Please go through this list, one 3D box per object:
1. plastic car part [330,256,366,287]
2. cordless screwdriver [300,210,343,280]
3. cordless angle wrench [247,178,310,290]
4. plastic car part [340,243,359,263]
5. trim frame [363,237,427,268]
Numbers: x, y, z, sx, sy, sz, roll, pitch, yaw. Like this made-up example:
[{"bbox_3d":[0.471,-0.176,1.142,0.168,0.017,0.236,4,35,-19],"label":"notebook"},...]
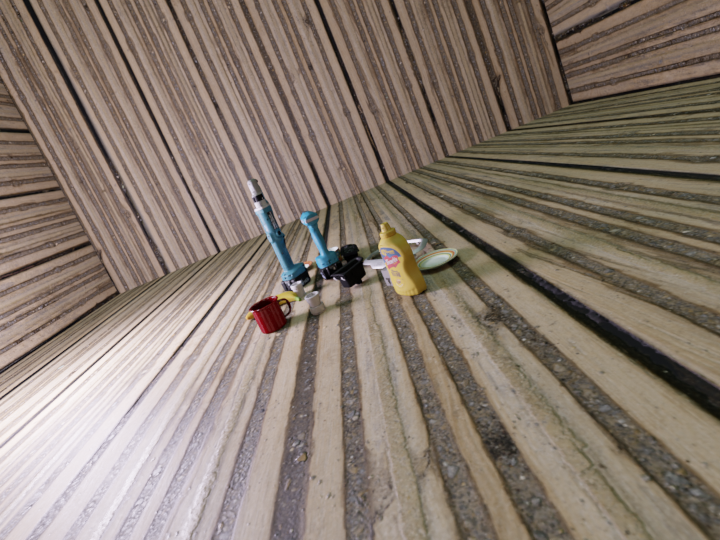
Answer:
[{"bbox_3d":[-0.022,0.013,1.291,0.114,0.069,0.069,-34,17,-35],"label":"plastic car part"},{"bbox_3d":[-0.146,-0.095,1.491,0.074,0.244,0.164,-25,13,-10],"label":"cordless screwdriver"},{"bbox_3d":[-0.306,-0.129,1.513,0.077,0.415,0.096,-14,15,39],"label":"cordless angle wrench"},{"bbox_3d":[-0.035,-0.061,1.548,0.066,0.065,0.207,-23,16,1],"label":"plastic car part"},{"bbox_3d":[0.114,-0.058,1.402,0.180,0.027,0.259,-35,20,-34],"label":"trim frame"}]
